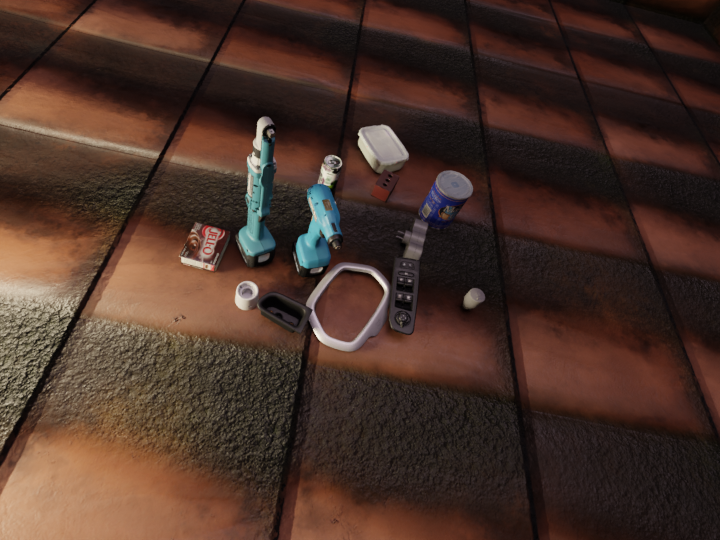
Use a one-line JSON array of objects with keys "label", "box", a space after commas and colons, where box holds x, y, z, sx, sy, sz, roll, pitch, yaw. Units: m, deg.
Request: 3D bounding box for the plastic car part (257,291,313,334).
[{"label": "plastic car part", "box": [-0.176, 0.100, 0.953, 0.118, 0.070, 0.066, 26, 55, 5]}]

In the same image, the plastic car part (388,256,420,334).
[{"label": "plastic car part", "box": [0.102, 0.066, 1.035, 0.066, 0.066, 0.207, 13, 55, -6]}]

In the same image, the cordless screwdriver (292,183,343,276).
[{"label": "cordless screwdriver", "box": [-0.095, -0.062, 0.972, 0.072, 0.246, 0.165, -8, 61, -21]}]

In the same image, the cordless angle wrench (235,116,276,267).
[{"label": "cordless angle wrench", "box": [-0.216, -0.155, 0.905, 0.072, 0.418, 0.102, -20, 66, -27]}]

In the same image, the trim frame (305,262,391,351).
[{"label": "trim frame", "box": [-0.023, 0.081, 1.023, 0.188, 0.027, 0.247, 31, 56, 10]}]
